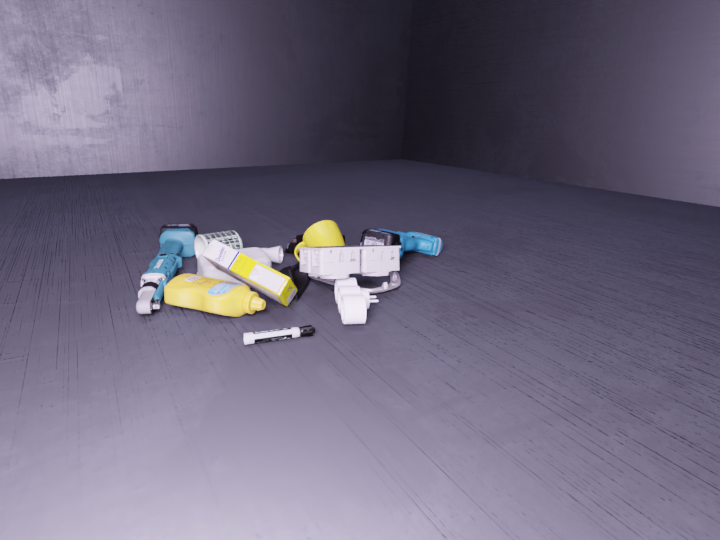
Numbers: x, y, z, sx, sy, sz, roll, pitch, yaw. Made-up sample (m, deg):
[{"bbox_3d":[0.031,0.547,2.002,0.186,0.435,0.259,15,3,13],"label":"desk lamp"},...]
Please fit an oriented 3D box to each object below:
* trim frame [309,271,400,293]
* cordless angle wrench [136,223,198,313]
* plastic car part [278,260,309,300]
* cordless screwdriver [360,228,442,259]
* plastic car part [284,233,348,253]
[{"bbox_3d":[-0.025,0.005,0.987,0.261,0.027,0.178,16,26,31],"label":"trim frame"},{"bbox_3d":[-0.442,-0.012,0.959,0.096,0.073,0.439,-3,23,-12],"label":"cordless angle wrench"},{"bbox_3d":[-0.156,0.018,0.910,0.072,0.065,0.117,-10,14,10],"label":"plastic car part"},{"bbox_3d":[0.088,-0.074,1.114,0.168,0.073,0.238,18,17,39],"label":"cordless screwdriver"},{"bbox_3d":[-0.108,-0.070,1.101,0.214,0.066,0.063,10,9,39],"label":"plastic car part"}]
